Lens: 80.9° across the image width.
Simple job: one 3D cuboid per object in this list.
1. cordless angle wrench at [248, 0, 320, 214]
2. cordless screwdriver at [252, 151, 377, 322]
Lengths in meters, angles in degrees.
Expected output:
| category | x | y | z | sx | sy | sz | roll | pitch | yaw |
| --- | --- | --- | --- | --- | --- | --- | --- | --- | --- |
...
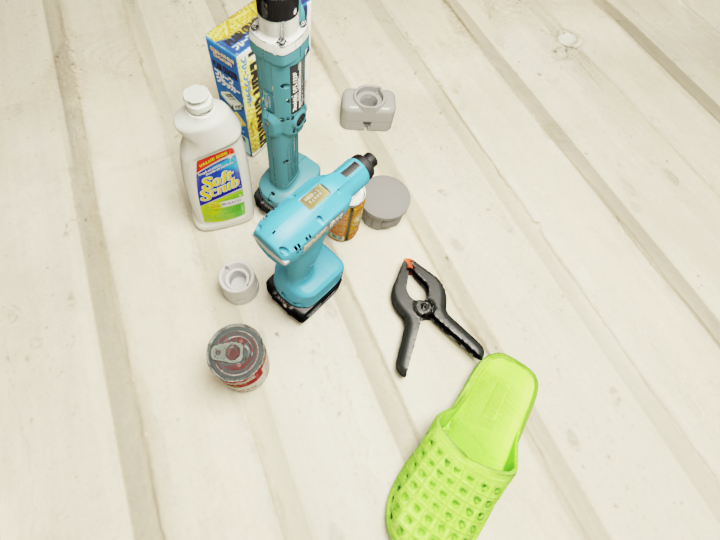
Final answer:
| category | x | y | z | sx | sy | sz | roll | pitch | yaw |
| --- | --- | --- | --- | --- | --- | --- | --- | --- | --- |
| cordless angle wrench | -0.092 | -0.195 | 0.511 | 0.076 | 0.416 | 0.097 | 34 | 67 | 7 |
| cordless screwdriver | -0.052 | -0.034 | 0.530 | 0.076 | 0.244 | 0.158 | 41 | 68 | 11 |
